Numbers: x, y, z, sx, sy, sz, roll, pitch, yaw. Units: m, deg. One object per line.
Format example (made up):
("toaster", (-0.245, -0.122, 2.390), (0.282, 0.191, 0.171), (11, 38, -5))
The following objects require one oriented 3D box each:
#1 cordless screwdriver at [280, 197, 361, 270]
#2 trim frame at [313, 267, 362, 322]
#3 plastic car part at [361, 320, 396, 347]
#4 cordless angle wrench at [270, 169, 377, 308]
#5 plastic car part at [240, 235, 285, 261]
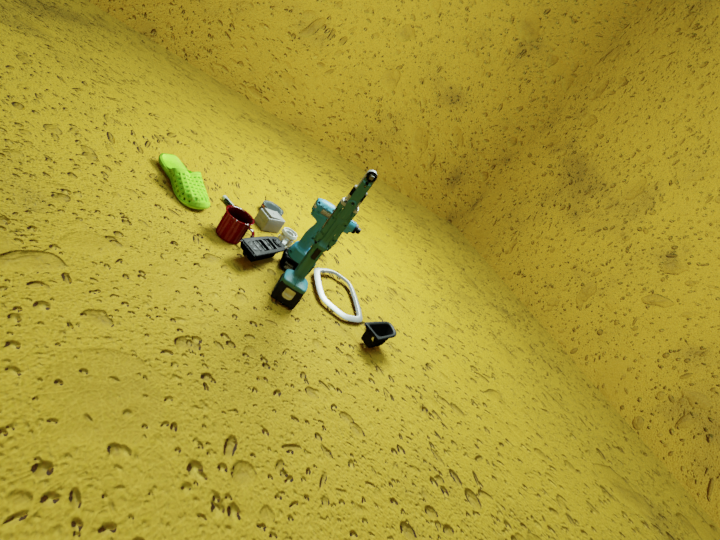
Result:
("cordless screwdriver", (-0.124, -0.081, 1.273), (0.155, 0.249, 0.076), (33, 22, -13))
("trim frame", (-0.069, 0.074, 1.337), (0.176, 0.027, 0.259), (25, 23, -26))
("plastic car part", (0.047, 0.189, 1.208), (0.110, 0.071, 0.069), (8, 36, -52))
("cordless angle wrench", (-0.088, -0.082, 1.085), (0.073, 0.424, 0.099), (34, 21, -11))
("plastic car part", (-0.285, -0.060, 1.235), (0.068, 0.067, 0.198), (40, 21, 9))
